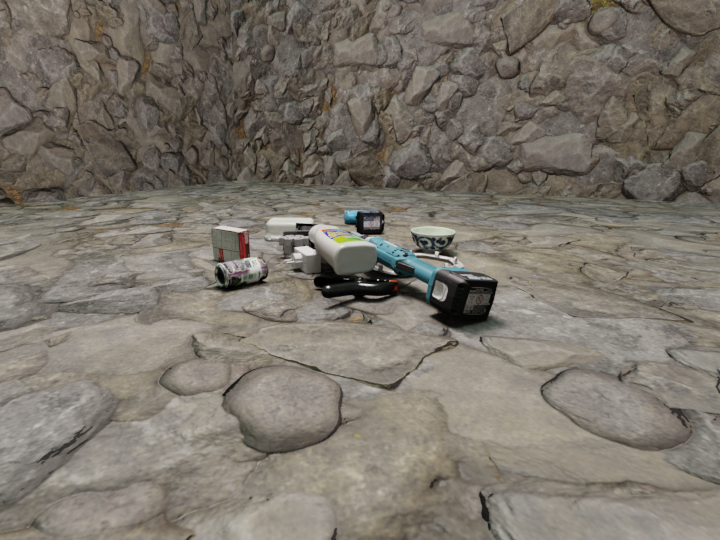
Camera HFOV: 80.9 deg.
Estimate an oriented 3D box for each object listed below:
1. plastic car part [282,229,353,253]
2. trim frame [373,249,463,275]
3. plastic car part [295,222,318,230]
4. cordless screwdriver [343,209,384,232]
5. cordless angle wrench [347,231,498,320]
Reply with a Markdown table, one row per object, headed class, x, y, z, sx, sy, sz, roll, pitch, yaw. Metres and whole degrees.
| class | x | y | z | sx | sy | sz | roll | pitch | yaw |
| --- | --- | --- | --- | --- | --- | --- | --- | --- | --- |
| plastic car part | -0.117 | -0.076 | 1.195 | 0.202 | 0.067 | 0.066 | -2 | -11 | -4 |
| trim frame | 0.133 | -0.020 | 1.051 | 0.241 | 0.027 | 0.193 | -4 | 18 | -21 |
| plastic car part | -0.142 | -0.100 | 1.279 | 0.117 | 0.064 | 0.072 | 4 | 30 | 1 |
| cordless screwdriver | 0.037 | -0.188 | 1.546 | 0.157 | 0.073 | 0.255 | -2 | 12 | -10 |
| cordless angle wrench | 0.087 | -0.018 | 0.881 | 0.094 | 0.074 | 0.446 | 4 | 16 | -32 |
